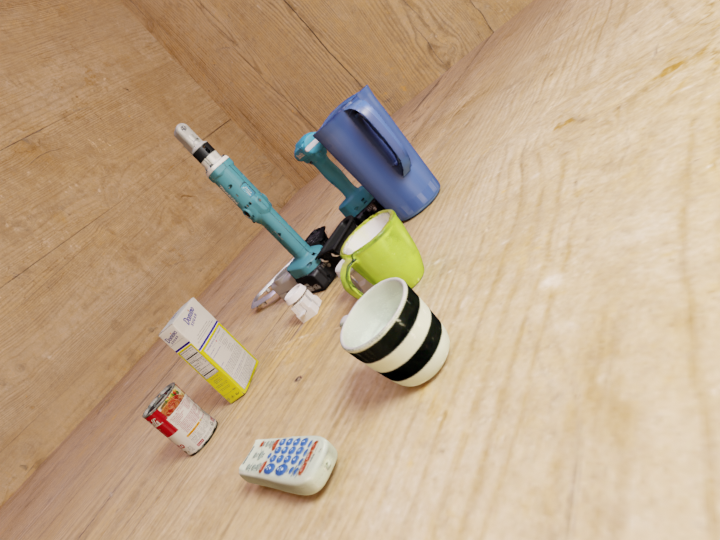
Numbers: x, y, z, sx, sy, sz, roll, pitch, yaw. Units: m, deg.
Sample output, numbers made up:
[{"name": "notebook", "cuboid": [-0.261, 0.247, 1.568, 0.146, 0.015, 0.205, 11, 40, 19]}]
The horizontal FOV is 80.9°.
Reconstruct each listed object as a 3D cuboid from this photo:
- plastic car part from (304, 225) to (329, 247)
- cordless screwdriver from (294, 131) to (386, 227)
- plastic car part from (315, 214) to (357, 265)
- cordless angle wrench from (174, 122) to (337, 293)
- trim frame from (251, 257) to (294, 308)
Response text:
[{"name": "plastic car part", "cuboid": [-0.103, -0.068, 1.056, 0.067, 0.065, 0.207, -41, 17, 9]}, {"name": "cordless screwdriver", "cuboid": [-0.054, -0.195, 0.944, 0.074, 0.243, 0.163, -45, 13, -10]}, {"name": "plastic car part", "cuboid": [-0.026, -0.050, 0.835, 0.068, 0.069, 0.116, -27, 23, 49]}, {"name": "cordless angle wrench", "cuboid": [-0.208, -0.127, 0.842, 0.074, 0.414, 0.101, -50, 13, -29]}, {"name": "trim frame", "cuboid": [-0.207, 0.017, 1.156, 0.247, 0.027, 0.190, -50, 18, -19]}]
